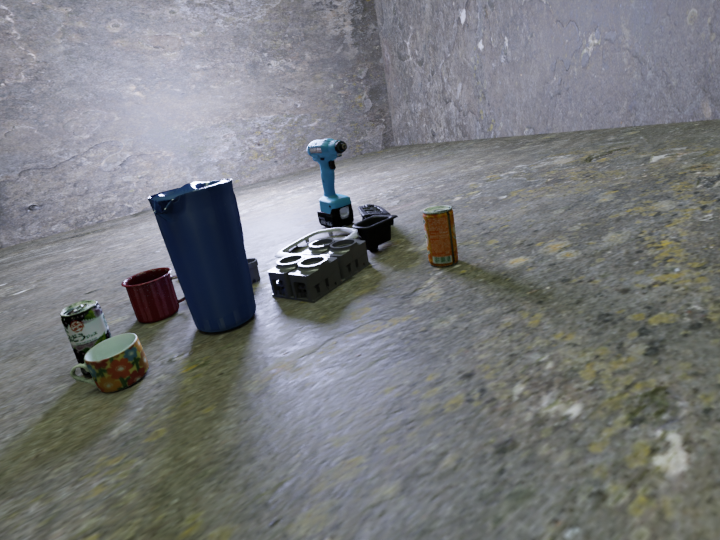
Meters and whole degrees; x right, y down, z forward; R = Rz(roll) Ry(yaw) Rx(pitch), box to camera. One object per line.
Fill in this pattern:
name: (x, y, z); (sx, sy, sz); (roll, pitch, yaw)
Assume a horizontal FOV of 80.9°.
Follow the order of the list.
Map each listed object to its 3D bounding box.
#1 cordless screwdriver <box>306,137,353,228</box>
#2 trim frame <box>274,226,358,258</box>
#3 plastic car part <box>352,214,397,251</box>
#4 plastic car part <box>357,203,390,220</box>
cordless screwdriver: (-0.073, -0.243, 1.179); (0.072, 0.243, 0.167); (-20, 20, -30)
trim frame: (-0.101, -0.066, 1.036); (0.192, 0.027, 0.244); (-1, 23, 28)
plastic car part: (0.029, -0.079, 0.938); (0.069, 0.069, 0.113); (3, 24, 37)
plastic car part: (0.032, -0.138, 1.100); (0.066, 0.065, 0.208); (-11, 20, -2)
